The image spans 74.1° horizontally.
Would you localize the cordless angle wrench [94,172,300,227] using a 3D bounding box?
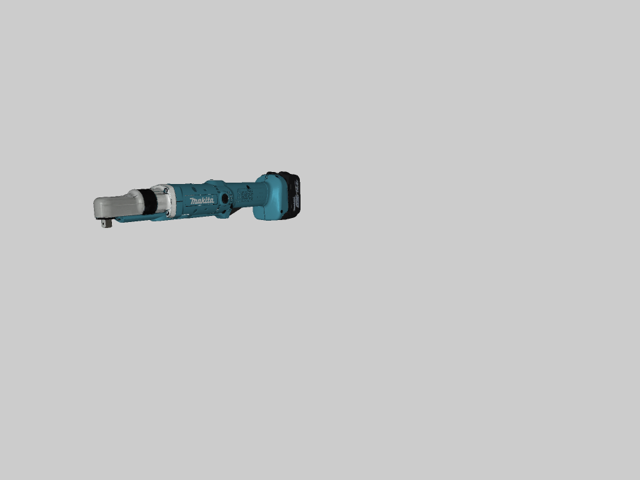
[{"bbox_3d":[-0.181,-0.069,0.725,0.074,0.098,0.422,5,10,31],"label":"cordless angle wrench"}]
